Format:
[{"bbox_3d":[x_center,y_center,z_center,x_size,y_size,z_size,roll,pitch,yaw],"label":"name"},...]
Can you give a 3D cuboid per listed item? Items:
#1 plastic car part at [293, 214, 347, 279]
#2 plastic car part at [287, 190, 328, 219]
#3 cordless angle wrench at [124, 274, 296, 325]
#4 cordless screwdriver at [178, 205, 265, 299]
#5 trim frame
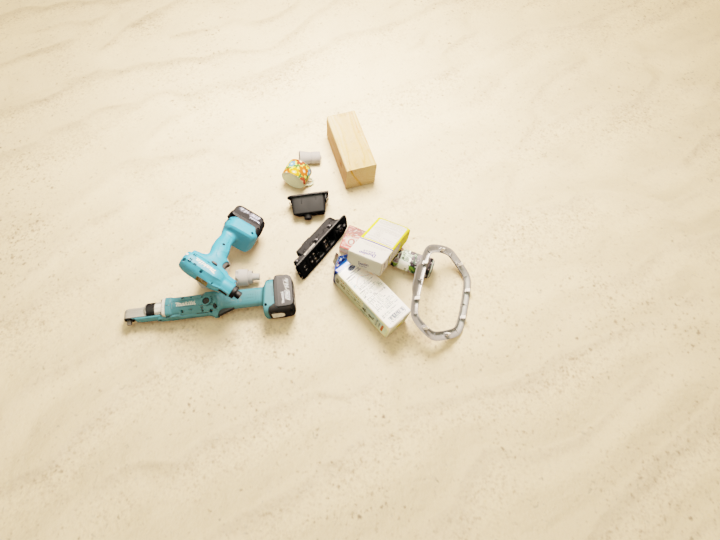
[{"bbox_3d":[-0.110,-0.072,1.128,0.071,0.063,0.201,29,67,39],"label":"plastic car part"},{"bbox_3d":[-0.142,-0.177,1.181,0.116,0.065,0.072,-10,80,-2],"label":"plastic car part"},{"bbox_3d":[-0.374,0.085,1.049,0.423,0.072,0.101,-7,65,0],"label":"cordless angle wrench"},{"bbox_3d":[-0.317,-0.046,1.057,0.158,0.074,0.250,32,43,-5],"label":"cordless screwdriver"},{"bbox_3d":[0.199,0.051,1.039,0.178,0.028,0.251,26,66,-18],"label":"trim frame"}]
